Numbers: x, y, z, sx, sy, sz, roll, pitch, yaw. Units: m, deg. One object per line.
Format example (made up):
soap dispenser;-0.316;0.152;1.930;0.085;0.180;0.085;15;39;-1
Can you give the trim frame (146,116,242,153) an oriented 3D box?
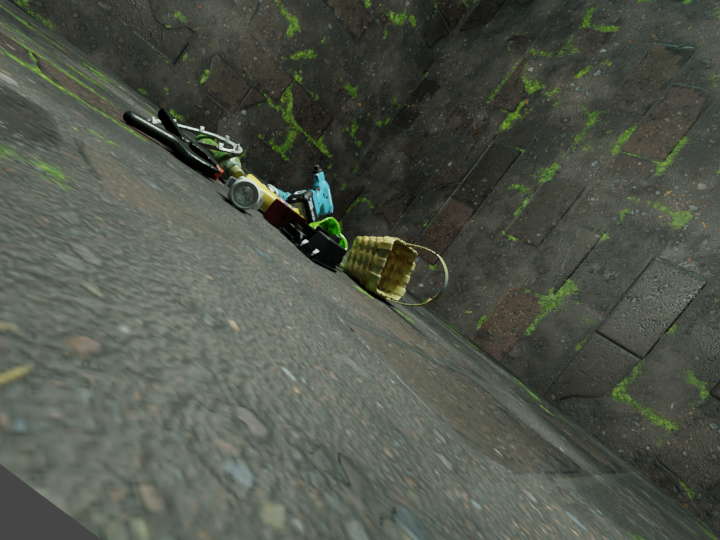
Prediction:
trim frame;-0.410;-0.335;1.045;0.236;0.027;0.195;7;26;-36

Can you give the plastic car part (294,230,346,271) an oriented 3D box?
plastic car part;-0.071;-0.047;0.888;0.069;0.071;0.110;41;8;30

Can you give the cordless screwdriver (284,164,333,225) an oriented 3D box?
cordless screwdriver;-0.150;-0.227;1.282;0.247;0.076;0.156;-54;135;-66

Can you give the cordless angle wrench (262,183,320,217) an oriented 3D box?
cordless angle wrench;-0.231;-0.206;1.279;0.077;0.098;0.409;41;8;14

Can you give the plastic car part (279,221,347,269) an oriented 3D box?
plastic car part;-0.095;-0.062;0.972;0.070;0.067;0.191;31;-4;41
